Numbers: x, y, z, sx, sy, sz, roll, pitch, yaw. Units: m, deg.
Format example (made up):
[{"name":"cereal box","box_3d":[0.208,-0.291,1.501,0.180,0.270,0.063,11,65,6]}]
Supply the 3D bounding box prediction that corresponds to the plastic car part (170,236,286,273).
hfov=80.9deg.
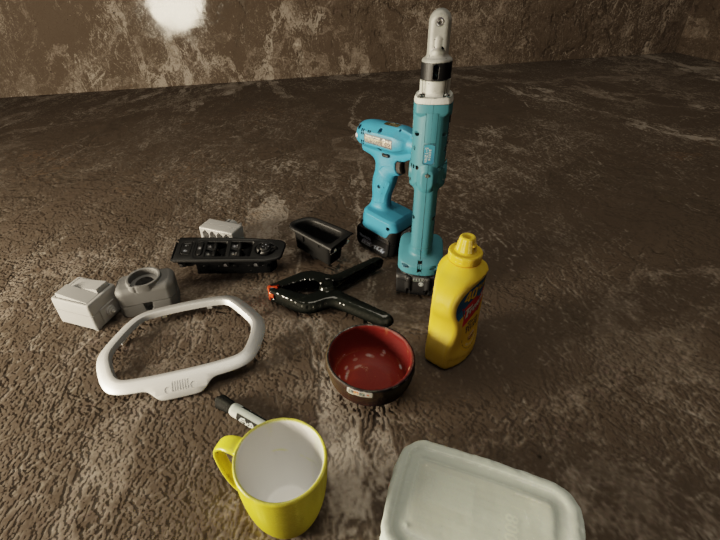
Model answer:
[{"name":"plastic car part","box_3d":[-0.239,-0.022,0.782,0.203,0.065,0.068,-3,35,0]}]

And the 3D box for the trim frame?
[{"name":"trim frame","box_3d":[-0.266,0.109,0.634,0.245,0.027,0.193,-11,36,-10]}]

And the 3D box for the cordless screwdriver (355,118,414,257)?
[{"name":"cordless screwdriver","box_3d":[0.066,-0.140,0.765,0.168,0.241,0.072,29,44,36]}]

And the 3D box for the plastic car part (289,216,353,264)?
[{"name":"plastic car part","box_3d":[-0.079,-0.051,0.803,0.123,0.069,0.064,24,42,33]}]

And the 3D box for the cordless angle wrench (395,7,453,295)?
[{"name":"cordless angle wrench","box_3d":[0.100,-0.150,0.630,0.076,0.410,0.099,6,35,9]}]
